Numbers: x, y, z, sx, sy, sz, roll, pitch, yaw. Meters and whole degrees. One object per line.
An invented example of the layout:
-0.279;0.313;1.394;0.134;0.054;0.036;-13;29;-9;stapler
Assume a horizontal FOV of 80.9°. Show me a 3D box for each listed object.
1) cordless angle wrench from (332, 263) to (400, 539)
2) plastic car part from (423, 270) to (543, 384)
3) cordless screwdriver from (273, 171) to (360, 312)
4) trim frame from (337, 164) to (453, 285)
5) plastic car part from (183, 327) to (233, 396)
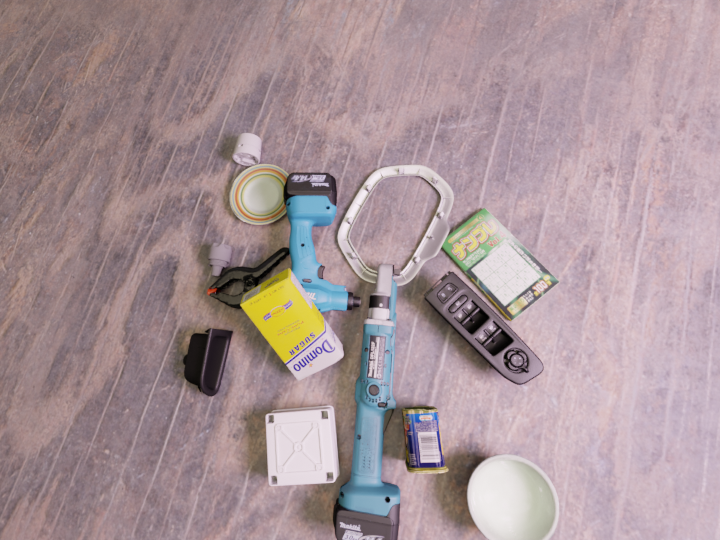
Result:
0.024;0.194;0.684;0.099;0.072;0.428;3;75;8;cordless angle wrench
0.195;0.099;0.687;0.066;0.065;0.211;-40;69;-12;plastic car part
-0.074;-0.049;0.759;0.159;0.073;0.252;4;75;-2;cordless screwdriver
0.067;-0.091;0.784;0.189;0.027;0.248;28;79;14;trim frame
-0.284;0.158;0.758;0.074;0.063;0.117;7;79;24;plastic car part
